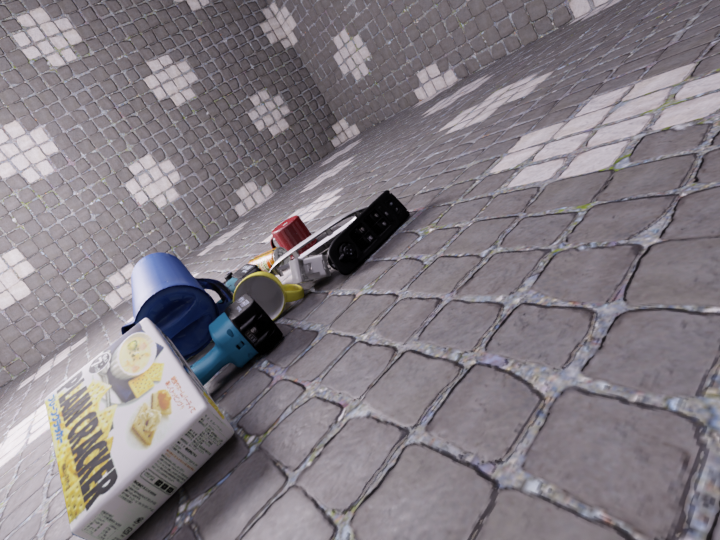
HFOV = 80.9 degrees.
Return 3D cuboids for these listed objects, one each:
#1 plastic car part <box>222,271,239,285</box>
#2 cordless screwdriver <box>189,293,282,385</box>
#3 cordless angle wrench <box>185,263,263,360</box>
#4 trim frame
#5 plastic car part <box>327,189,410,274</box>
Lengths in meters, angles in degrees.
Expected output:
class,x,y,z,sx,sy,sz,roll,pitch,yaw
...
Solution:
class,x,y,z,sx,sy,sz,roll,pitch,yaw
plastic car part,-0.279,0.034,0.971,0.119,0.069,0.066,-24,17,19
cordless screwdriver,-0.245,0.144,0.649,0.247,0.072,0.165,-44,21,-19
cordless angle wrench,-0.349,0.148,0.814,0.419,0.072,0.102,-43,20,-20
trim frame,-0.083,-0.054,0.846,0.249,0.028,0.182,-35,-1,5
plastic car part,0.004,-0.065,0.771,0.201,0.065,0.069,-47,12,-36
